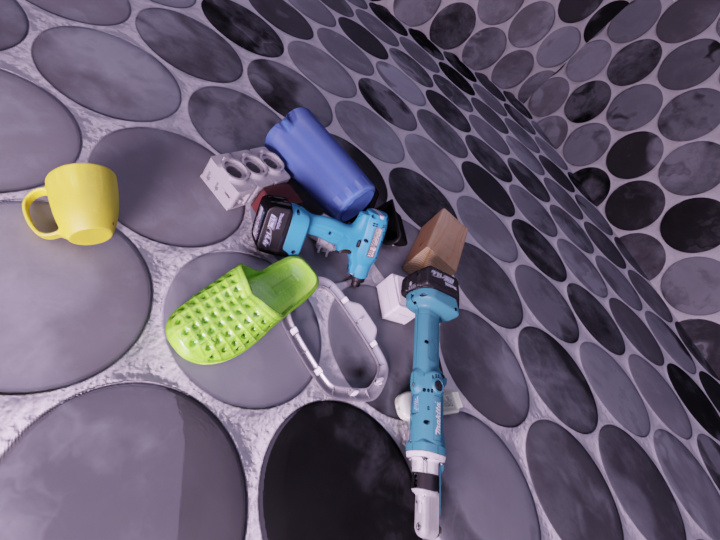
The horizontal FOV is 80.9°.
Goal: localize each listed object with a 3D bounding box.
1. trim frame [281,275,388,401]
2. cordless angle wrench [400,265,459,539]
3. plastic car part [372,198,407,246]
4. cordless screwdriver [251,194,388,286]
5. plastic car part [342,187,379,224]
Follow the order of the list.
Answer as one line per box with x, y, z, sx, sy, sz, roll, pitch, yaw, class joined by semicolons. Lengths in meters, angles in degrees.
-0.042;0.111;0.738;0.177;0.028;0.256;-17;65;-49;trim frame
0.113;0.195;0.708;0.094;0.076;0.432;24;54;-25;cordless angle wrench
0.080;-0.101;1.020;0.067;0.067;0.121;23;44;-46;plastic car part
-0.077;-0.051;0.791;0.240;0.157;0.078;7;22;-22;cordless screwdriver
0.000;-0.143;0.987;0.066;0.067;0.205;29;37;-8;plastic car part
